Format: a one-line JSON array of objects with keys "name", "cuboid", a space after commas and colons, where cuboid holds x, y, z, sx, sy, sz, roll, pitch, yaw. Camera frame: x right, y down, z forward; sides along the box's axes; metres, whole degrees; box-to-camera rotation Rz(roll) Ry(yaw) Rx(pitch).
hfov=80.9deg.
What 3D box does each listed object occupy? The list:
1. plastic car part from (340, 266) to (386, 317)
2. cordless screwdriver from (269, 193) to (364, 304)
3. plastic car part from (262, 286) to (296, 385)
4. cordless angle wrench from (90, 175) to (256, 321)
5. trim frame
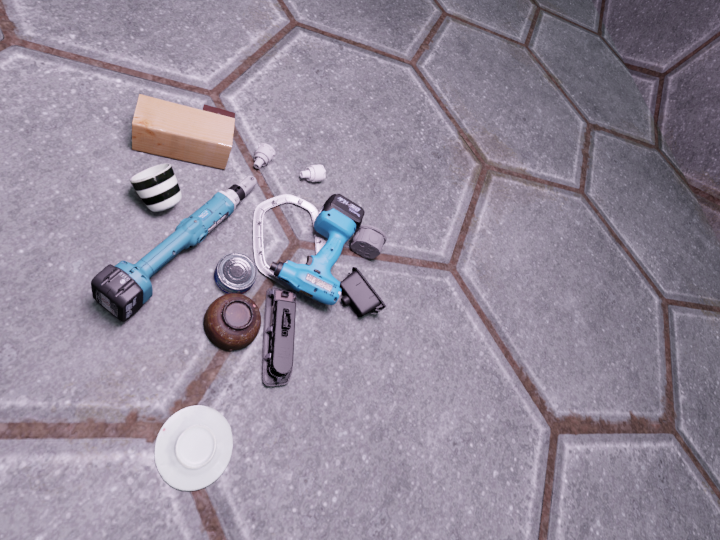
[{"name": "plastic car part", "cuboid": [-0.007, 0.059, 0.957, 0.070, 0.065, 0.119, -36, 79, -21]}, {"name": "cordless screwdriver", "cuboid": [-0.092, -0.060, 0.944, 0.156, 0.075, 0.251, 25, 60, -11]}, {"name": "plastic car part", "cuboid": [-0.156, 0.127, 0.849, 0.063, 0.068, 0.208, 15, 61, -28]}, {"name": "cordless angle wrench", "cuboid": [-0.342, -0.079, 0.857, 0.074, 0.098, 0.421, 37, 51, -3]}, {"name": "trim frame", "cuboid": [-0.157, -0.072, 0.975, 0.177, 0.028, 0.256, 5, 60, -24]}]
